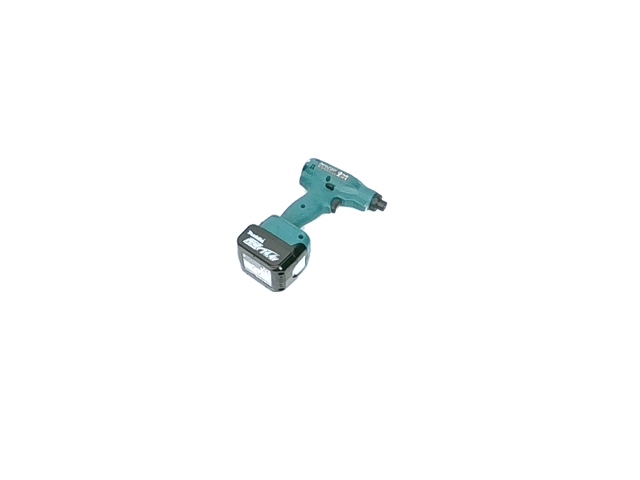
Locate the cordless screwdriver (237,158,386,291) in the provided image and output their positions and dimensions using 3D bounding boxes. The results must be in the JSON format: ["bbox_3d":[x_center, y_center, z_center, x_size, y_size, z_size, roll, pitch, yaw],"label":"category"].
[{"bbox_3d":[-0.010,-0.026,0.688,0.159,0.247,0.074,28,-33,16],"label":"cordless screwdriver"}]
